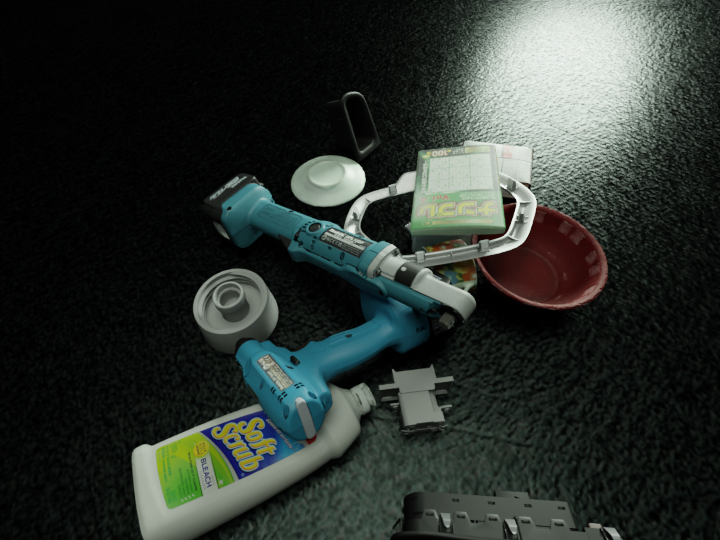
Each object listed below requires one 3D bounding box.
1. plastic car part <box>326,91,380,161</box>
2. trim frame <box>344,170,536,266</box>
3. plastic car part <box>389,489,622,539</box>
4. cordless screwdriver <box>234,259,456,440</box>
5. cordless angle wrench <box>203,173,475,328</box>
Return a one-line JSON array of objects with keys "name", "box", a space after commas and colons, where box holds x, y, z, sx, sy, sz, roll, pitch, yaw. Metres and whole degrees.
[{"name": "plastic car part", "box": [-0.023, -0.261, 0.754, 0.075, 0.111, 0.065, 13, 49, 44]}, {"name": "trim frame", "box": [0.100, -0.077, 0.559, 0.252, 0.026, 0.190, -12, 43, 8]}, {"name": "plastic car part", "box": [0.124, 0.234, 0.379, 0.205, 0.064, 0.069, -3, 43, 6]}, {"name": "cordless screwdriver", "box": [-0.020, 0.071, 0.493, 0.243, 0.072, 0.168, -29, 32, -25]}, {"name": "cordless angle wrench", "box": [-0.053, -0.034, 0.537, 0.448, 0.071, 0.097, 25, 59, 39]}]
